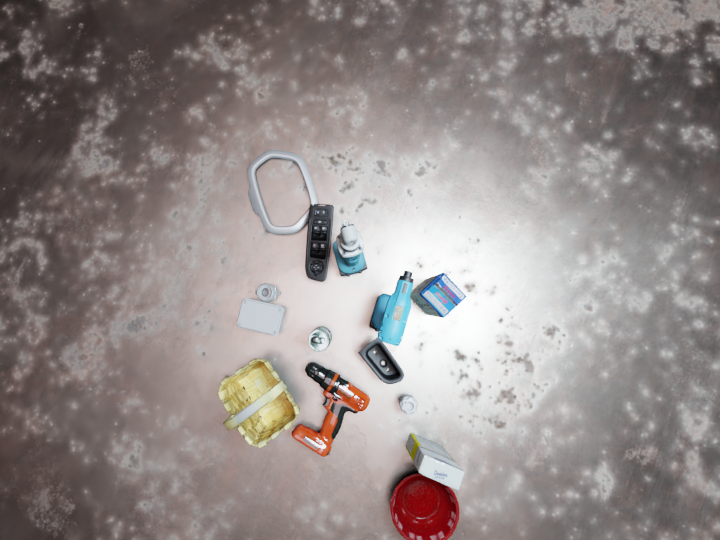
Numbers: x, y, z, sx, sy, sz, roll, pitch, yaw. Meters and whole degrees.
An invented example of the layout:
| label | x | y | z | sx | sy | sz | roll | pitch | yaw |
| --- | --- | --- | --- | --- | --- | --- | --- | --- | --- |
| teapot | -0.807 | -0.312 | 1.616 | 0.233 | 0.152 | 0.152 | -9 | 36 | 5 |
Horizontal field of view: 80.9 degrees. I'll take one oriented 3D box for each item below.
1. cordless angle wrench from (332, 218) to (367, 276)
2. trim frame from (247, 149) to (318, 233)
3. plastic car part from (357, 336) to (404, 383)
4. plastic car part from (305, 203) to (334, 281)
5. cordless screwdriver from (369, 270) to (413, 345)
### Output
| label | x | y | z | sx | sy | sz | roll | pitch | yaw |
| --- | --- | --- | --- | --- | --- | --- | --- | --- | --- |
| cordless angle wrench | -0.024 | -0.048 | 0.935 | 0.074 | 0.419 | 0.099 | -16 | 86 | -2 |
| trim frame | -0.220 | -0.219 | 1.169 | 0.184 | 0.027 | 0.252 | -20 | 81 | 1 |
| plastic car part | 0.054 | 0.231 | 1.067 | 0.066 | 0.070 | 0.118 | -38 | 83 | -3 |
| plastic car part | -0.110 | -0.072 | 1.121 | 0.067 | 0.066 | 0.204 | 4 | 83 | 2 |
| cordless screwdriver | 0.078 | 0.085 | 0.996 | 0.075 | 0.246 | 0.159 | 17 | 85 | 0 |
